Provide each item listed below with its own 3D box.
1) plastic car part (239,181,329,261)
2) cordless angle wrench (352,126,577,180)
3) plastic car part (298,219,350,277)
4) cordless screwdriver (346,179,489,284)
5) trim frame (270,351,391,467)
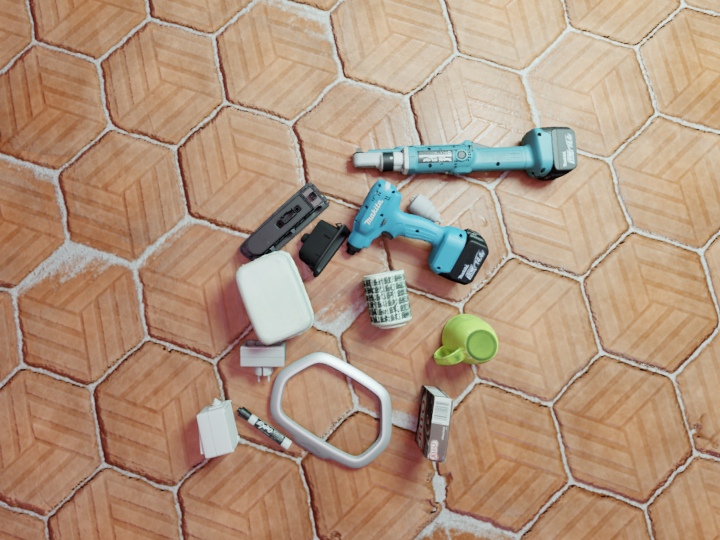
[{"bbox_3d":[-0.153,-0.090,0.838,0.203,0.068,0.066,-42,96,-1],"label":"plastic car part"},{"bbox_3d":[0.196,-0.225,0.844,0.425,0.073,0.098,-2,86,2],"label":"cordless angle wrench"},{"bbox_3d":[-0.082,-0.054,0.837,0.073,0.064,0.116,38,89,16],"label":"plastic car part"},{"bbox_3d":[0.103,-0.052,0.816,0.249,0.074,0.158,28,112,0],"label":"cordless screwdriver"},{"bbox_3d":[-0.055,0.270,0.817,0.249,0.027,0.184,30,84,1],"label":"trim frame"}]
